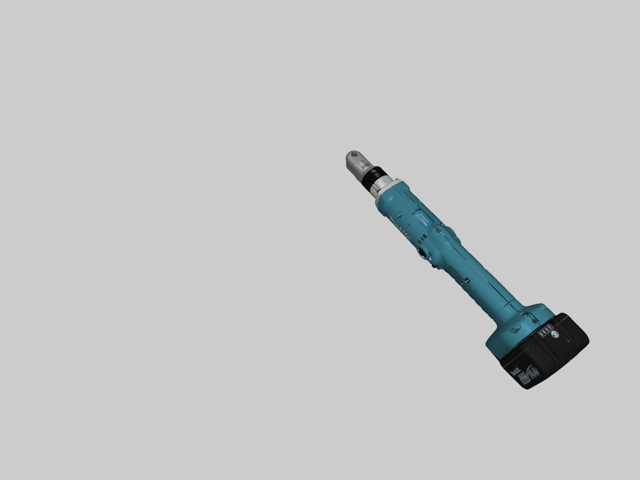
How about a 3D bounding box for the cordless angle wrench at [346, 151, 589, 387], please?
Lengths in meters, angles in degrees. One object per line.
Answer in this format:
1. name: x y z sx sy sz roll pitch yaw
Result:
1. cordless angle wrench: 0.166 0.007 0.602 0.074 0.422 0.098 -32 -28 -13
